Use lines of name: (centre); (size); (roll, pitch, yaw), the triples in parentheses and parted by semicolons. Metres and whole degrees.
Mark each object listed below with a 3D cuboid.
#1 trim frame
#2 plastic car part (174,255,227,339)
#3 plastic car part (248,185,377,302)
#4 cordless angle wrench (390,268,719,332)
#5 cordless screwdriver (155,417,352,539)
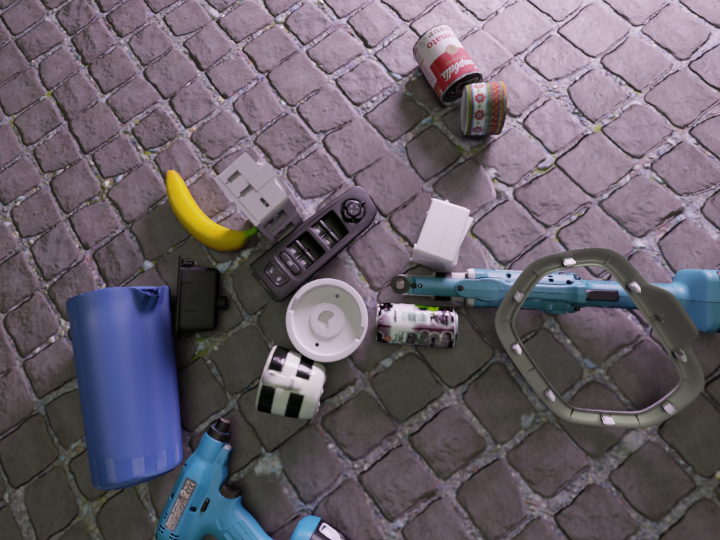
trim frame: (0.277, 0.087, 0.496); (0.187, 0.027, 0.247); (-33, 93, 23)
plastic car part: (-0.232, 0.040, 0.620); (0.070, 0.066, 0.118); (-2, 78, -10)
plastic car part: (-0.059, -0.039, 0.605); (0.202, 0.066, 0.068); (-42, 80, -11)
cordless angle wrench: (0.253, 0.028, 0.544); (0.432, 0.096, 0.074); (3, 90, 13)
cordless screwdriver: (-0.120, 0.307, 0.523); (0.256, 0.072, 0.160); (21, 79, 16)
